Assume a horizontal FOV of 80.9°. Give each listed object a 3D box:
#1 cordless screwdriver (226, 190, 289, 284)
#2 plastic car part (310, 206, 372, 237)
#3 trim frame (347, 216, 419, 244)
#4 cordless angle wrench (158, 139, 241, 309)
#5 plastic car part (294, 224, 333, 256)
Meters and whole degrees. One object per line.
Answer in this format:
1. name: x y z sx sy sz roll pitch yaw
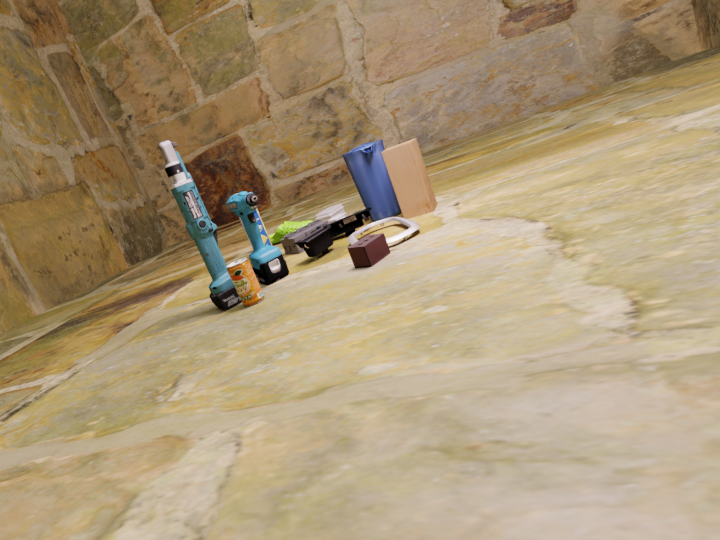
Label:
1. cordless screwdriver: -0.264 -0.088 1.101 0.073 0.244 0.166 -27 14 -28
2. plastic car part: -0.056 -0.138 1.316 0.209 0.066 0.066 -15 15 23
3. trim frame: 0.060 -0.101 1.118 0.183 0.027 0.255 -23 16 -5
4. cordless angle wrench: -0.389 -0.110 1.028 0.095 0.415 0.077 -28 13 -30
5. plastic car part: -0.116 -0.076 1.187 0.114 0.069 0.069 -32 17 -35
